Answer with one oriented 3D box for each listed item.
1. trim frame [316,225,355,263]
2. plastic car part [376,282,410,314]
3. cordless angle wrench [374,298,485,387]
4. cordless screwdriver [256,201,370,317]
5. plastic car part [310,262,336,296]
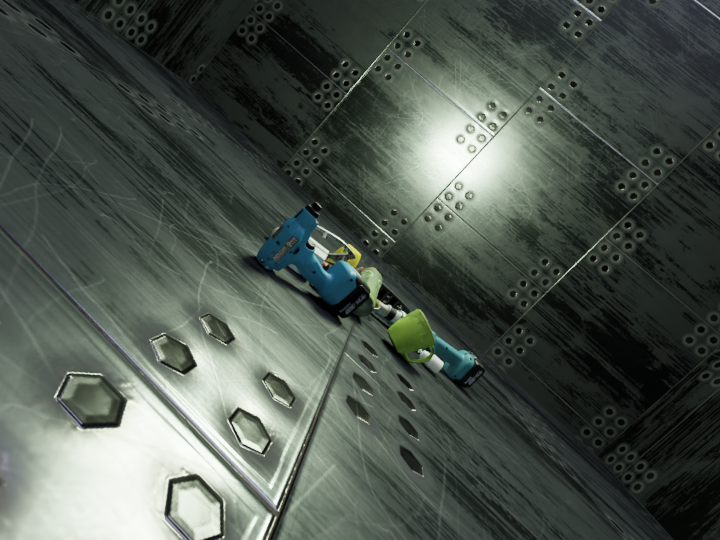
[{"bbox_3d":[-0.112,-0.074,1.150,0.176,0.027,0.259,39,-19,-27],"label":"trim frame"},{"bbox_3d":[0.075,0.093,1.428,0.202,0.066,0.067,41,-18,-2],"label":"plastic car part"},{"bbox_3d":[0.189,0.202,1.255,0.410,0.098,0.076,36,12,-16],"label":"cordless angle wrench"},{"bbox_3d":[-0.074,-0.019,0.868,0.236,0.159,0.078,40,8,-32],"label":"cordless screwdriver"},{"bbox_3d":[-0.075,0.015,1.011,0.064,0.071,0.119,41,10,-13],"label":"plastic car part"}]
